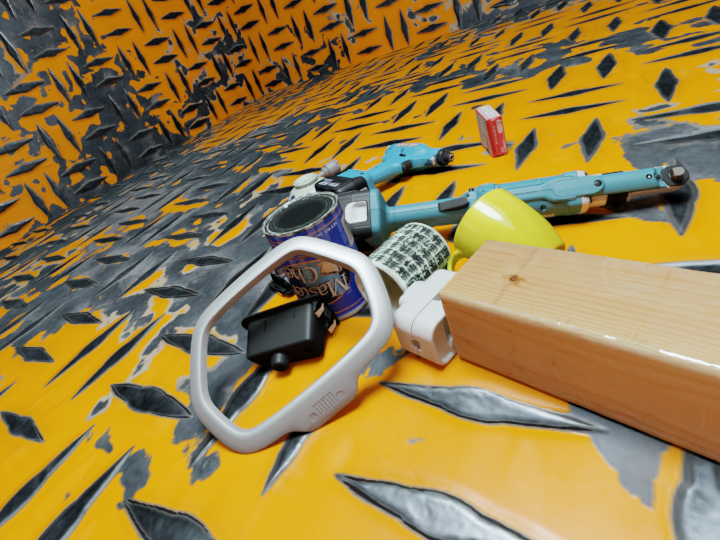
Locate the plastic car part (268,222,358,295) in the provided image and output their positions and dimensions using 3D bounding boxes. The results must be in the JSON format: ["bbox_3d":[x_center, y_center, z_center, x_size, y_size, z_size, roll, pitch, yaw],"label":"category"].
[{"bbox_3d":[-0.067,-0.044,0.686,0.199,0.065,0.069,-36,21,-25],"label":"plastic car part"}]

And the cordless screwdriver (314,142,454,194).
[{"bbox_3d":[0.046,-0.175,0.799,0.244,0.071,0.168,-36,32,-27],"label":"cordless screwdriver"}]

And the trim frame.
[{"bbox_3d":[-0.082,0.072,0.447,0.249,0.026,0.193,-41,62,2],"label":"trim frame"}]

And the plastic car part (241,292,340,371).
[{"bbox_3d":[-0.088,0.084,0.509,0.118,0.062,0.073,-19,43,14],"label":"plastic car part"}]

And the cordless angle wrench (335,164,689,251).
[{"bbox_3d":[0.170,-0.088,0.564,0.436,0.075,0.094,-5,-12,21],"label":"cordless angle wrench"}]
